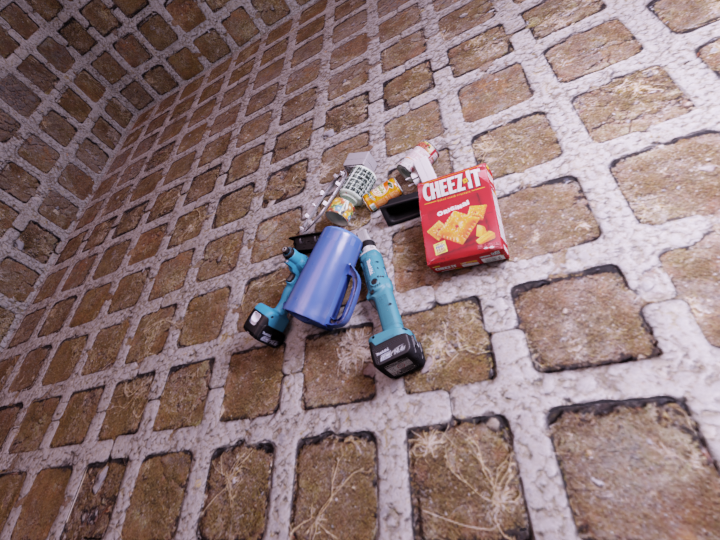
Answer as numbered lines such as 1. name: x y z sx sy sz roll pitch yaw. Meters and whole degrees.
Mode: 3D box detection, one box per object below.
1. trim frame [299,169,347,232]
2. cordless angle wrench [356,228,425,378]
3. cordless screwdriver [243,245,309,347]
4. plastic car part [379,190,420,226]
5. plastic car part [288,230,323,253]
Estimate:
1. trim frame: -0.117 -0.216 1.301 0.249 0.027 0.189 -61 19 -16
2. cordless angle wrench: 0.044 0.042 0.998 0.099 0.070 0.440 -32 42 17
3. cordless screwdriver: -0.209 0.065 1.099 0.079 0.150 0.248 23 74 44
4. plastic car part: 0.117 -0.175 1.125 0.119 0.063 0.072 -17 34 20
5. plastic car part: -0.119 -0.078 1.219 0.212 0.063 0.067 1 83 35
